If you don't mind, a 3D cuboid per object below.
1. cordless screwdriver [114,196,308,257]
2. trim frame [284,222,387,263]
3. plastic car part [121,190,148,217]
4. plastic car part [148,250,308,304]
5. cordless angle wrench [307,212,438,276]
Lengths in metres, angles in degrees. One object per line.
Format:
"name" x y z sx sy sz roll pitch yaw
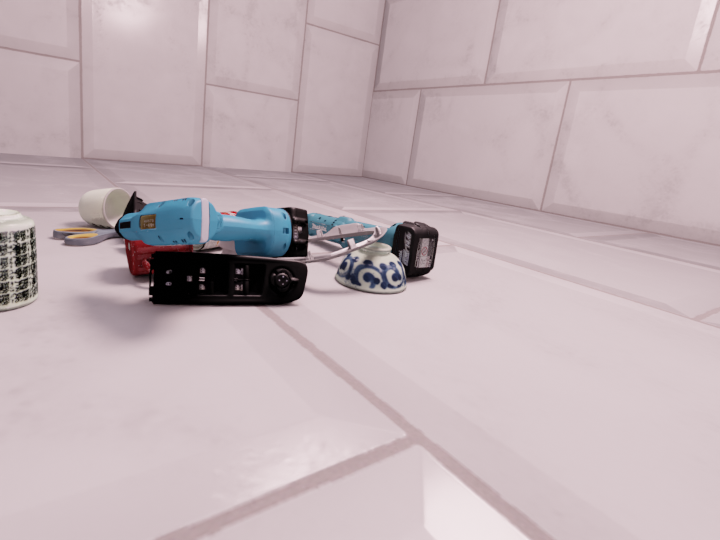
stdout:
"cordless screwdriver" -0.191 -0.055 0.582 0.166 0.074 0.238 0 0 30
"trim frame" -0.072 -0.047 0.738 0.259 0.027 0.179 -6 17 38
"plastic car part" -0.420 -0.098 0.821 0.067 0.066 0.123 21 14 -38
"plastic car part" -0.173 0.014 0.570 0.199 0.067 0.068 1 -10 -13
"cordless angle wrench" -0.036 -0.082 0.902 0.071 0.097 0.447 -2 14 -43
